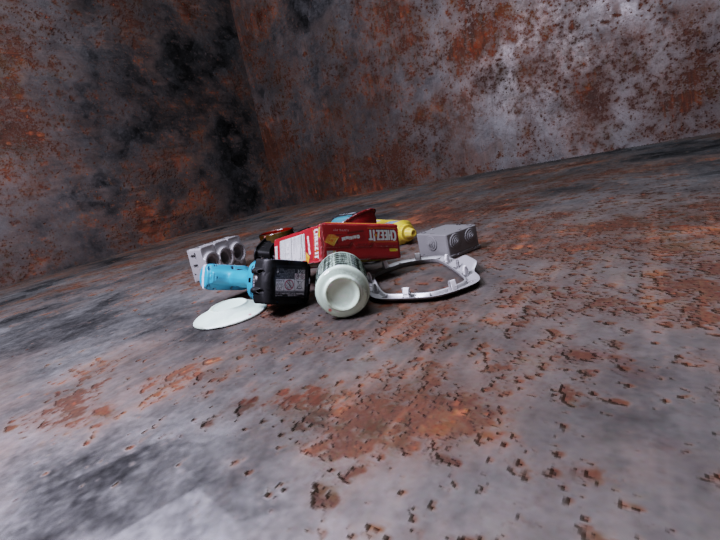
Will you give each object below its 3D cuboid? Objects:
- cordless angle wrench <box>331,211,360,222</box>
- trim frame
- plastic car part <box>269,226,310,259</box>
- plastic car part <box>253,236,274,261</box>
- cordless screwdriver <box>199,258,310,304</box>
[{"bbox_3d":[-0.109,-0.072,1.119,0.102,0.073,0.414,-6,17,28],"label":"cordless angle wrench"},{"bbox_3d":[0.096,0.005,0.709,0.184,0.027,0.252,-12,12,-1],"label":"trim frame"},{"bbox_3d":[-0.177,-0.061,1.165,0.070,0.065,0.197,23,27,23],"label":"plastic car part"},{"bbox_3d":[-0.251,-0.047,1.178,0.071,0.065,0.118,2,16,0],"label":"plastic car part"},{"bbox_3d":[-0.180,0.017,0.794,0.151,0.074,0.261,3,-1,-41],"label":"cordless screwdriver"}]
